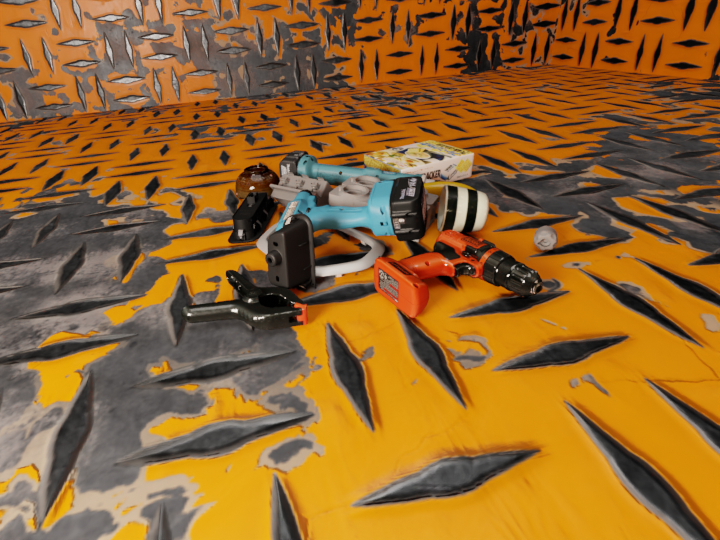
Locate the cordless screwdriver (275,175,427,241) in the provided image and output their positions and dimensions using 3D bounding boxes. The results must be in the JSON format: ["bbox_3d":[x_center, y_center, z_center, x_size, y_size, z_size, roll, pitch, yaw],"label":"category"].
[{"bbox_3d":[-0.015,-0.108,0.727,0.255,0.071,0.162,-6,37,16],"label":"cordless screwdriver"}]

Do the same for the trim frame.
[{"bbox_3d":[-0.074,-0.048,0.755,0.179,0.027,0.263,-29,37,-33],"label":"trim frame"}]

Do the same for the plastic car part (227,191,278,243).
[{"bbox_3d":[-0.217,-0.117,0.858,0.066,0.065,0.208,4,33,-1],"label":"plastic car part"}]

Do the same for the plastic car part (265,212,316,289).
[{"bbox_3d":[-0.109,-0.021,0.619,0.069,0.113,0.069,15,31,29],"label":"plastic car part"}]

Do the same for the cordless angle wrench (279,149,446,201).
[{"bbox_3d":[0.027,-0.193,0.927,0.437,0.095,0.074,11,35,19],"label":"cordless angle wrench"}]
